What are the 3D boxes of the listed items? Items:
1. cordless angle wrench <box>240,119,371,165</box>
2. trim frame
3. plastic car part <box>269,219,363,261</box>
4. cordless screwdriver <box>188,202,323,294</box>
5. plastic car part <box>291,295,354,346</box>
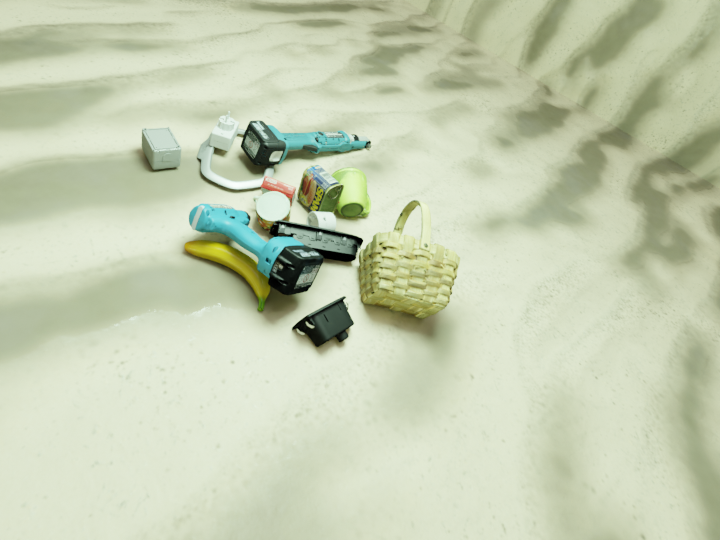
[{"bbox_3d":[-0.117,-0.343,1.130,0.407,0.074,0.102,-18,61,-44],"label":"cordless angle wrench"},{"bbox_3d":[-0.301,-0.277,1.033,0.179,0.027,0.257,9,47,-16],"label":"trim frame"},{"bbox_3d":[-0.087,-0.057,0.886,0.197,0.066,0.069,6,57,-18],"label":"plastic car part"},{"bbox_3d":[-0.185,-0.053,0.797,0.258,0.074,0.154,31,16,18],"label":"cordless screwdriver"},{"bbox_3d":[-0.052,0.097,0.761,0.112,0.067,0.072,-21,76,-41],"label":"plastic car part"}]
